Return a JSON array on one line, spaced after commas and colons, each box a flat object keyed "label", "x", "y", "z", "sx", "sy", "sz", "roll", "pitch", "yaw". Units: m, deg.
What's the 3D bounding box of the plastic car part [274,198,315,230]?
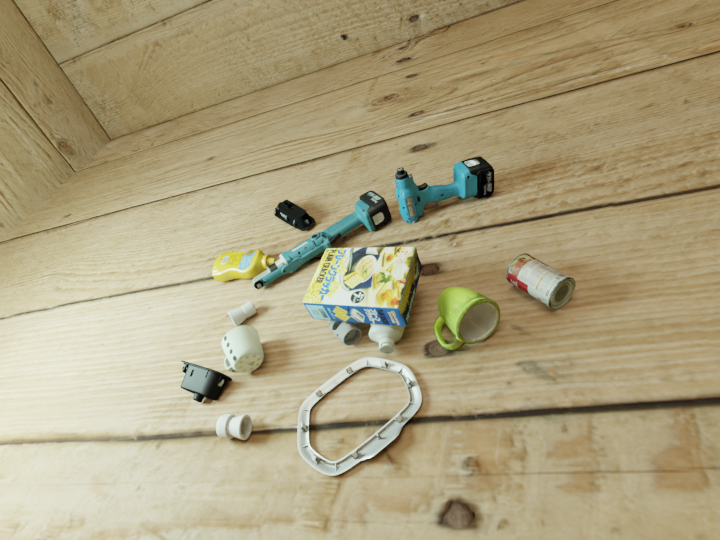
[{"label": "plastic car part", "x": -0.214, "y": -0.185, "z": 1.351, "sx": 0.065, "sy": 0.064, "sz": 0.215, "roll": -31, "pitch": 41, "yaw": -21}]

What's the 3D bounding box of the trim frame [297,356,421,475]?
[{"label": "trim frame", "x": -0.008, "y": 0.251, "z": 0.765, "sx": 0.246, "sy": 0.026, "sz": 0.195, "roll": -34, "pitch": 40, "yaw": -14}]

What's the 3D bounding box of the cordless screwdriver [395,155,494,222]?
[{"label": "cordless screwdriver", "x": 0.213, "y": -0.231, "z": 1.102, "sx": 0.250, "sy": 0.152, "sz": 0.077, "roll": -19, "pitch": 37, "yaw": 3}]

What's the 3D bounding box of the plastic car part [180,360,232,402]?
[{"label": "plastic car part", "x": -0.348, "y": 0.249, "z": 0.927, "sx": 0.122, "sy": 0.062, "sz": 0.071, "roll": 8, "pitch": 63, "yaw": 30}]

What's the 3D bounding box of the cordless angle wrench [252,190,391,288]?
[{"label": "cordless angle wrench", "x": -0.114, "y": -0.074, "z": 1.165, "sx": 0.420, "sy": 0.071, "sz": 0.103, "roll": -33, "pitch": 38, "yaw": -7}]
